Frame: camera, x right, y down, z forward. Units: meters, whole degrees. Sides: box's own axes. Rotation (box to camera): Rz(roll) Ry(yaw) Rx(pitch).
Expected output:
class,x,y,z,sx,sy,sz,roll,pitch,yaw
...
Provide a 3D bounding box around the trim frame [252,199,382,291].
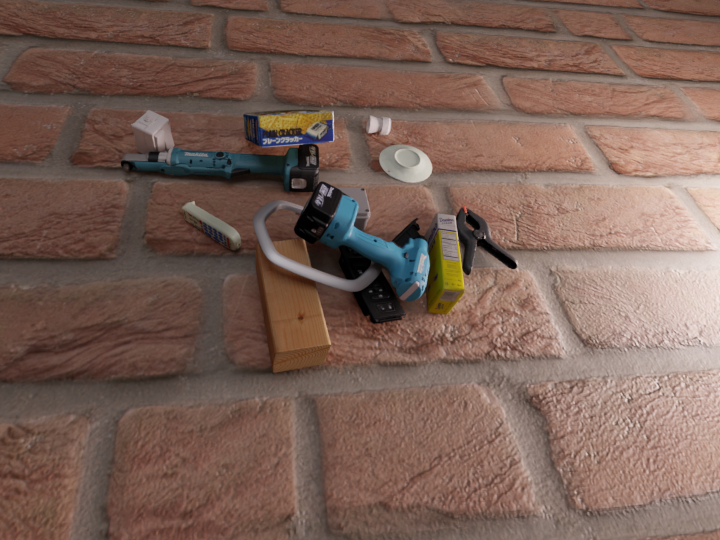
class,x,y,z,sx,sy,sz,roll,pitch,yaw
trim frame,-0.074,-0.048,0.754,0.244,0.027,0.189,18,44,-10

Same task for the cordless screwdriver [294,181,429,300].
class,x,y,z,sx,sy,sz,roll,pitch,yaw
cordless screwdriver,0.015,-0.065,0.753,0.247,0.074,0.160,32,41,-5

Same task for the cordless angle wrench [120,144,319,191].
class,x,y,z,sx,sy,sz,roll,pitch,yaw
cordless angle wrench,-0.303,-0.232,0.925,0.420,0.072,0.101,2,55,-4

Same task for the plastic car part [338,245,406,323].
class,x,y,z,sx,sy,sz,roll,pitch,yaw
plastic car part,0.009,0.019,0.789,0.064,0.066,0.212,-10,54,-21

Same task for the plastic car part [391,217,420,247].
class,x,y,z,sx,sy,sz,roll,pitch,yaw
plastic car part,0.089,-0.039,0.854,0.071,0.066,0.115,43,62,1
